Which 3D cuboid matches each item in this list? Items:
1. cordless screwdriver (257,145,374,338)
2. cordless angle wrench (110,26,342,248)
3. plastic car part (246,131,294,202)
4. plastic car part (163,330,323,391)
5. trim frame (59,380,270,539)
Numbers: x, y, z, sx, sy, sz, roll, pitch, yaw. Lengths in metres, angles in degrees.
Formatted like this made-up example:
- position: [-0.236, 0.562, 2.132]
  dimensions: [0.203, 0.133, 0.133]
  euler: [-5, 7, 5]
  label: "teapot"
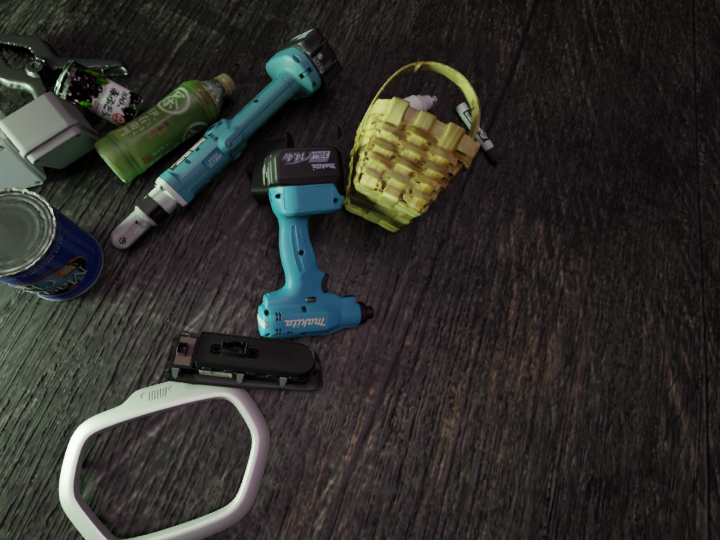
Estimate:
- position: [-0.055, -0.036, 0.561]
  dimensions: [0.155, 0.077, 0.247]
  euler: [-1, 97, -20]
  label: "cordless screwdriver"
- position: [-0.199, -0.189, 0.618]
  dimensions: [0.421, 0.103, 0.071]
  euler: [-49, 125, -12]
  label: "cordless angle wrench"
- position: [-0.135, -0.146, 0.633]
  dimensions: [0.071, 0.064, 0.119]
  euler: [-5, 70, 4]
  label: "plastic car part"
- position: [-0.144, 0.111, 0.543]
  dimensions: [0.200, 0.066, 0.068]
  euler: [10, 47, -8]
  label: "plastic car part"
- position: [-0.233, 0.232, 0.515]
  dimensions: [0.245, 0.027, 0.188]
  euler: [-15, 76, -9]
  label: "trim frame"
